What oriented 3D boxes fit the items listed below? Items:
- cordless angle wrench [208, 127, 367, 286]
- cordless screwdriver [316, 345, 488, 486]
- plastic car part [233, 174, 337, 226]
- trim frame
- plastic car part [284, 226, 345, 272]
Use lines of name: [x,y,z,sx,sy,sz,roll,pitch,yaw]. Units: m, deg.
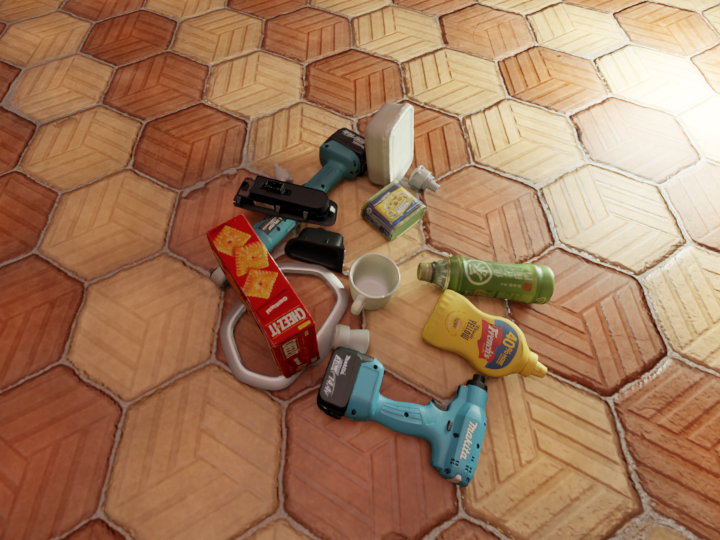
cordless angle wrench: [-0.134,-0.124,0.839,0.101,0.072,0.420,33,67,18]
cordless screwdriver: [0.066,0.190,0.643,0.254,0.072,0.160,23,61,9]
plastic car part: [-0.137,-0.137,0.783,0.207,0.065,0.067,17,58,9]
trim frame: [-0.130,0.087,0.734,0.191,0.027,0.247,28,62,18]
plastic car part: [-0.079,-0.051,0.803,0.120,0.064,0.071,17,45,13]
